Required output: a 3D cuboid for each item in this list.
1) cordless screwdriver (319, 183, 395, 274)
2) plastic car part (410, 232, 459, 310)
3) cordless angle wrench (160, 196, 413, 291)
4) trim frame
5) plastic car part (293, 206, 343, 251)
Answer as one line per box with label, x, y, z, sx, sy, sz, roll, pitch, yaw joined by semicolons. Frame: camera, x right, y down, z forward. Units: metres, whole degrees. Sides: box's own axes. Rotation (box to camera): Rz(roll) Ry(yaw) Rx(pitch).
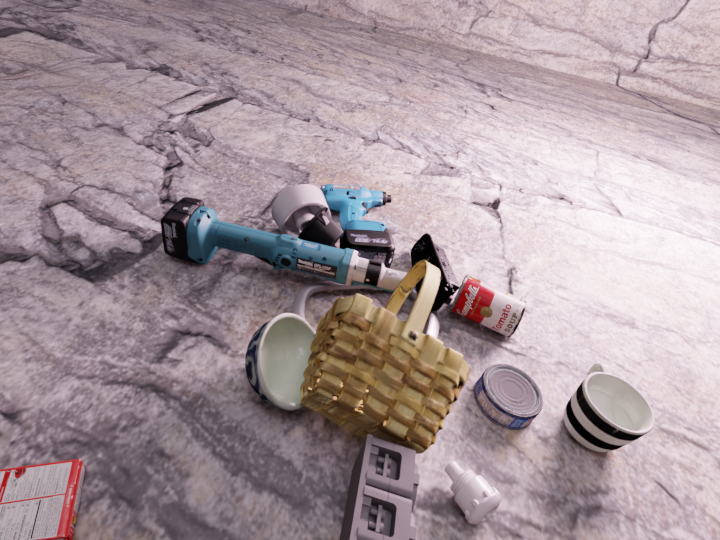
cordless screwdriver;0.012;-0.094;0.839;0.156;0.073;0.260;-1;39;-14
plastic car part;0.133;-0.002;0.746;0.065;0.066;0.209;18;28;-15
cordless angle wrench;-0.119;-0.028;0.706;0.428;0.096;0.075;14;38;7
trim frame;0.011;0.073;0.685;0.244;0.027;0.192;-4;44;-12
plastic car part;-0.073;-0.048;0.748;0.071;0.117;0.065;45;41;1
